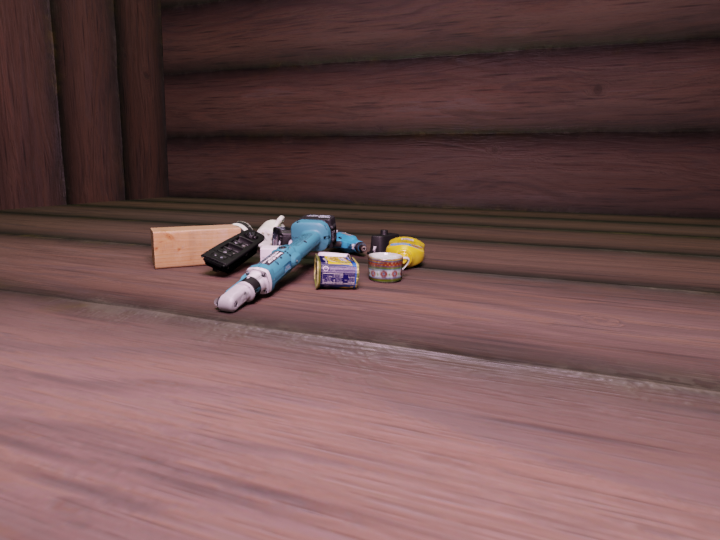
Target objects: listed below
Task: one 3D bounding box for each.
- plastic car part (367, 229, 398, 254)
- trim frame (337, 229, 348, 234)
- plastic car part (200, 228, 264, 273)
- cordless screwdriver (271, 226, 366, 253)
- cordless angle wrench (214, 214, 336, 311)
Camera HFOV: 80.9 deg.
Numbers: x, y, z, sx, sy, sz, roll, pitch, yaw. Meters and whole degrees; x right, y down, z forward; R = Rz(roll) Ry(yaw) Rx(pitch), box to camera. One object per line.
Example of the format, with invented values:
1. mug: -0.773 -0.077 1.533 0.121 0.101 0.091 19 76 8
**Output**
1. plastic car part: 0.073 -0.084 1.227 0.069 0.070 0.111 10 12 43
2. trim frame: -0.160 -0.134 1.524 0.260 0.027 0.178 7 13 30
3. plastic car part: -0.288 -0.041 0.991 0.068 0.065 0.202 13 30 12
4. cordless screwdriver: -0.115 -0.075 1.180 0.239 0.074 0.167 -1 12 -27
5. cordless angle wrench: -0.158 -0.023 0.867 0.101 0.072 0.419 3 24 17
